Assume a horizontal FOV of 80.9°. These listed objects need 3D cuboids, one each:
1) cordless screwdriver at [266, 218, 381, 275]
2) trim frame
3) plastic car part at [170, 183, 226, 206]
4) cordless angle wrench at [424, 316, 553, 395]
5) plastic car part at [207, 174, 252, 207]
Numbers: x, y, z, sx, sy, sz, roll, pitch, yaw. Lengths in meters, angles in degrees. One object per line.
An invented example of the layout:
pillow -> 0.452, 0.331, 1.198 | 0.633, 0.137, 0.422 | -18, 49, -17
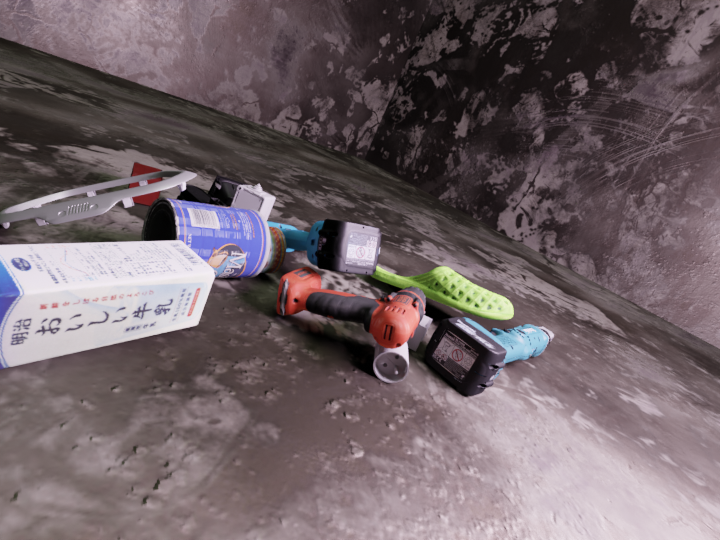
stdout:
cordless screwdriver -> -0.070, -0.046, 0.714 | 0.151, 0.074, 0.262 | 7, 3, -45
trim frame -> -0.335, -0.094, 0.544 | 0.245, 0.027, 0.191 | -13, 22, -10
plastic car part -> -0.272, -0.099, 0.748 | 0.214, 0.066, 0.063 | 32, 27, 34
cordless angle wrench -> 0.260, 0.126, 0.728 | 0.103, 0.074, 0.402 | 37, 20, 36
plastic car part -> -0.260, -0.146, 0.901 | 0.110, 0.066, 0.074 | 13, 36, -39
